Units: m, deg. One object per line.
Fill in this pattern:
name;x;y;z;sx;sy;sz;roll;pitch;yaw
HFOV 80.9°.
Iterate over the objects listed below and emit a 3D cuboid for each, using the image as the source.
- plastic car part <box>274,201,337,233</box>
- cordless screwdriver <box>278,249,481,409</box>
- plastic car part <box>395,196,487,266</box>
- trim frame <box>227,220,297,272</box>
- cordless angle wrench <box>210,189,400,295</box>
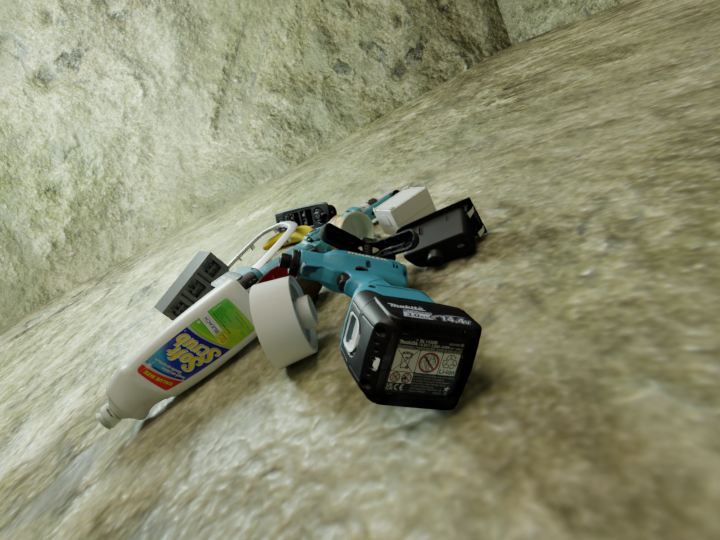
plastic car part;-0.132;-0.130;1.068;0.064;0.066;0.212;-10;3;-42
cordless screwdriver;-0.001;0.031;0.429;0.156;0.074;0.256;10;15;-14
plastic car part;0.107;-0.038;0.573;0.119;0.063;0.072;-23;34;24
trim frame;-0.234;-0.037;0.950;0.192;0.026;0.248;-10;36;40
cordless angle wrench;-0.079;-0.052;0.813;0.416;0.072;0.102;-35;21;-23
